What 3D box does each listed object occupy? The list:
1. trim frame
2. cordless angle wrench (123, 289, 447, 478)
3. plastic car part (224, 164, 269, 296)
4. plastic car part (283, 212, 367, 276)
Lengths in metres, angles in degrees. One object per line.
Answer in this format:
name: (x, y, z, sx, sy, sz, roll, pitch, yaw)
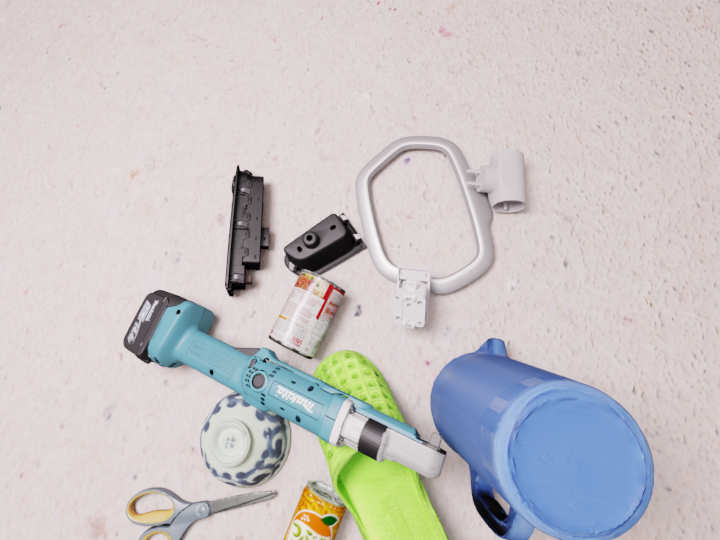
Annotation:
trim frame: (0.092, -0.087, 0.609, 0.186, 0.026, 0.255, -15, 69, 7)
cordless angle wrench: (-0.110, 0.133, 0.506, 0.443, 0.071, 0.098, 17, 76, 27)
plastic car part: (-0.170, -0.067, 0.634, 0.067, 0.065, 0.207, -4, 72, -3)
plastic car part: (-0.059, -0.038, 0.599, 0.116, 0.069, 0.068, -32, 71, -4)
